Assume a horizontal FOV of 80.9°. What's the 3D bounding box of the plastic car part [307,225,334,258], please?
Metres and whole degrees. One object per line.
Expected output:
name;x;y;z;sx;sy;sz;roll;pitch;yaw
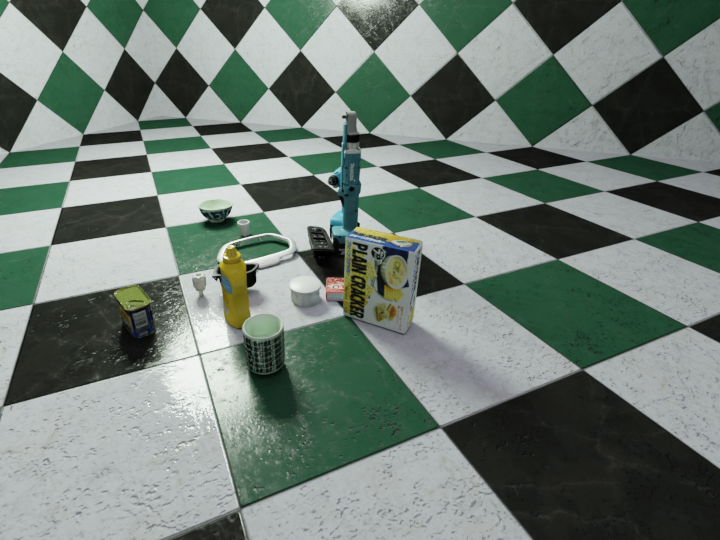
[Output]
plastic car part;-0.126;-0.083;1.293;0.065;0.065;0.211;-4;30;-11

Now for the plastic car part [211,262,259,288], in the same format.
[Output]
plastic car part;-0.321;0.022;1.104;0.116;0.069;0.068;-2;29;-5

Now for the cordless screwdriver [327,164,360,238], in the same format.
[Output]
cordless screwdriver;-0.058;-0.204;1.329;0.077;0.242;0.157;15;31;22

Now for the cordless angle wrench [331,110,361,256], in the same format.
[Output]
cordless angle wrench;-0.031;-0.243;1.225;0.097;0.412;0.077;-1;28;-7

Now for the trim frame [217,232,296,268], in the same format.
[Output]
trim frame;-0.315;-0.061;1.293;0.241;0.027;0.195;-17;34;-27
